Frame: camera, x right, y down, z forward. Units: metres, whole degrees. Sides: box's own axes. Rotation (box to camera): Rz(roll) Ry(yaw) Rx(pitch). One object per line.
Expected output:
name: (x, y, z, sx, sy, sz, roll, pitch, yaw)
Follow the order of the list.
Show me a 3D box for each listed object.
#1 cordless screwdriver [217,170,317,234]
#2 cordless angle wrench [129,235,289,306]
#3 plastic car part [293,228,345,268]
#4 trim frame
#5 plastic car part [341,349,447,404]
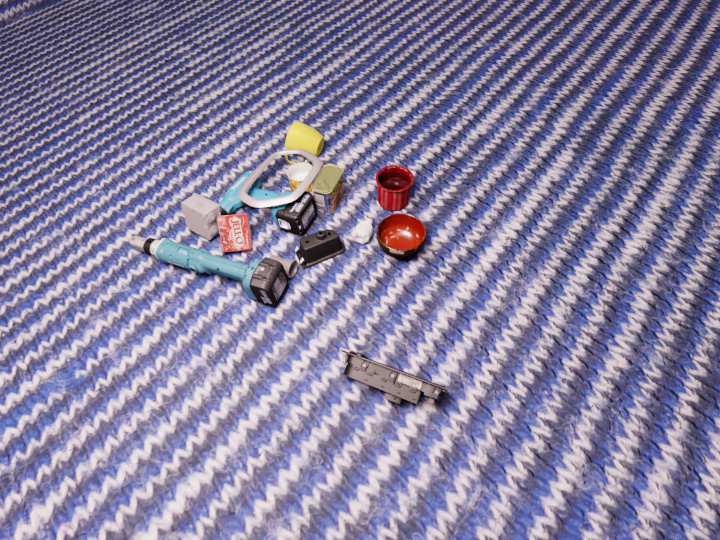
cordless screwdriver: (-0.245, -0.160, 1.075, 0.260, 0.071, 0.159, 22, 60, 25)
cordless angle wrench: (-0.372, -0.021, 0.979, 0.438, 0.094, 0.075, 15, 60, 20)
plastic car part: (-0.097, -0.063, 0.988, 0.116, 0.068, 0.069, -22, 57, -7)
trim frame: (-0.204, -0.238, 1.073, 0.191, 0.026, 0.249, 12, 53, 21)
plastic car part: (0.053, 0.204, 0.789, 0.210, 0.064, 0.067, 21, 84, 18)
